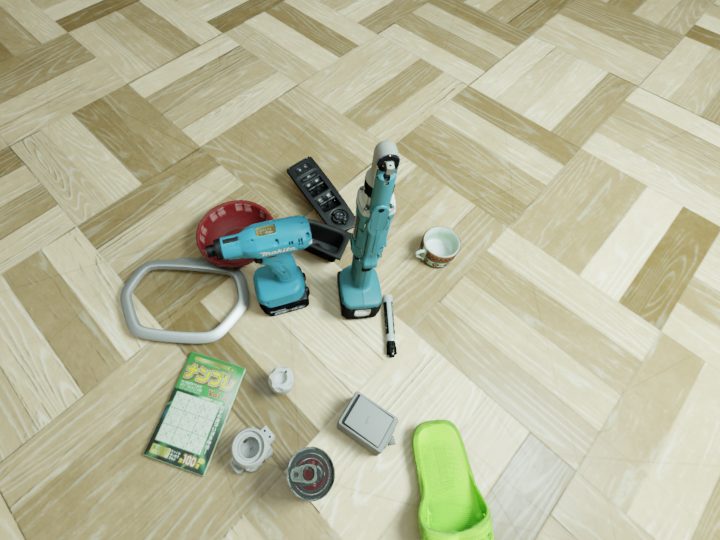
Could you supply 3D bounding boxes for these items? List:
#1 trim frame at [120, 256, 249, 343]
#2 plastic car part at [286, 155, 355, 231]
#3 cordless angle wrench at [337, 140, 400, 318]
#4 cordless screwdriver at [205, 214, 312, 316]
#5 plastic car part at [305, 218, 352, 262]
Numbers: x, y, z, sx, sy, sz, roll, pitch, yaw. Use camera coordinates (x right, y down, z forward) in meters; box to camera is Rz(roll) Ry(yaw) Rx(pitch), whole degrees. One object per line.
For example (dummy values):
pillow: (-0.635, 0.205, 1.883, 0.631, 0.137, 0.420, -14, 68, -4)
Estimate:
trim frame: (-0.340, 0.052, 0.821, 0.249, 0.027, 0.189, 2, 60, 1)
plastic car part: (-0.083, -0.153, 0.920, 0.065, 0.065, 0.212, -29, 64, -18)
cordless angle wrench: (0.012, -0.043, 0.656, 0.074, 0.413, 0.101, -4, 62, -8)
cordless screwdriver: (-0.164, 0.001, 0.728, 0.157, 0.243, 0.077, -12, 63, -11)
plastic car part: (-0.084, -0.055, 0.861, 0.119, 0.069, 0.066, 21, 62, 10)
